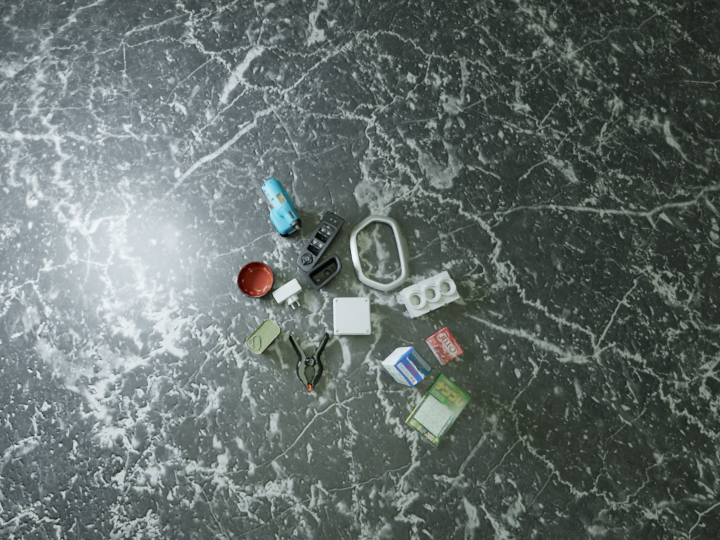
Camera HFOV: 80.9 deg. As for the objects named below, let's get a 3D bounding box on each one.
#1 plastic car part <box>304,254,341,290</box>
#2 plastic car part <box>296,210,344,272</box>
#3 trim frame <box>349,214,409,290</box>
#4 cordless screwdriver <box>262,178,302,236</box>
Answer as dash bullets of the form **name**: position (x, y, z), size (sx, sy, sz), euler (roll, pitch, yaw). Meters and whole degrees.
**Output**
- **plastic car part**: position (-0.107, 0.008, 1.297), size (0.116, 0.070, 0.067), euler (-38, 82, -10)
- **plastic car part**: position (-0.129, -0.085, 1.323), size (0.067, 0.066, 0.203), euler (32, 77, 4)
- **trim frame**: position (0.064, -0.057, 1.338), size (0.183, 0.027, 0.253), euler (-10, 76, -3)
- **cordless screwdriver**: position (-0.219, -0.158, 1.248), size (0.074, 0.246, 0.162), euler (-32, 82, -11)
